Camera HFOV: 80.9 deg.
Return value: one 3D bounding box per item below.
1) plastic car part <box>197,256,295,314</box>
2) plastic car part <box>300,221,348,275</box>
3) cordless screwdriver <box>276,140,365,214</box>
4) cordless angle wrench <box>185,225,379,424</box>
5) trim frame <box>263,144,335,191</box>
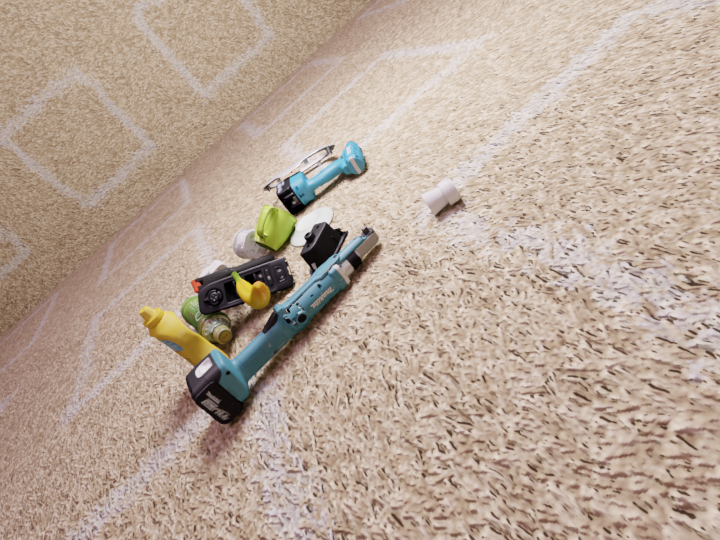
[{"bbox_3d":[-0.245,0.035,0.896,0.200,0.066,0.068,-20,0,-10],"label":"plastic car part"},{"bbox_3d":[-0.086,-0.056,0.875,0.069,0.068,0.117,-12,39,40],"label":"plastic car part"},{"bbox_3d":[-0.106,-0.259,1.134,0.252,0.071,0.164,-27,33,15],"label":"cordless screwdriver"},{"bbox_3d":[-0.116,0.076,0.748,0.420,0.093,0.078,-45,31,-12],"label":"cordless angle wrench"},{"bbox_3d":[-0.175,-0.291,1.216,0.253,0.027,0.182,-26,6,19],"label":"trim frame"}]
